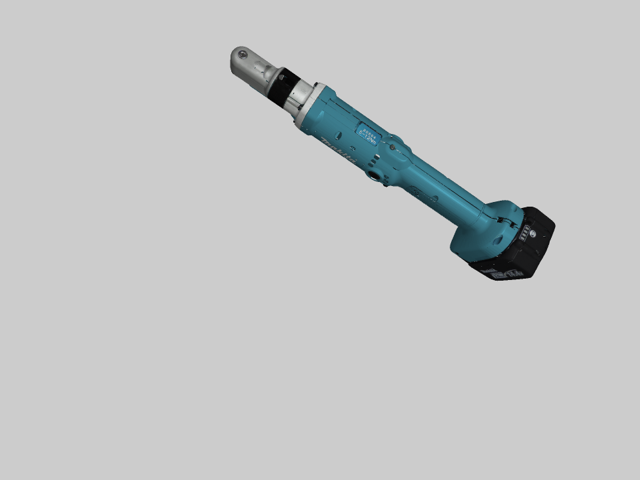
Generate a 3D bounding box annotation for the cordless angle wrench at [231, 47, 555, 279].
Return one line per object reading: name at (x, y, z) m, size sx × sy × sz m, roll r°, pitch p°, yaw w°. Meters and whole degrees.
cordless angle wrench at (0.076, -0.095, 0.501) m, size 0.423 × 0.074 × 0.098 m, roll 33°, pitch -14°, yaw -6°
